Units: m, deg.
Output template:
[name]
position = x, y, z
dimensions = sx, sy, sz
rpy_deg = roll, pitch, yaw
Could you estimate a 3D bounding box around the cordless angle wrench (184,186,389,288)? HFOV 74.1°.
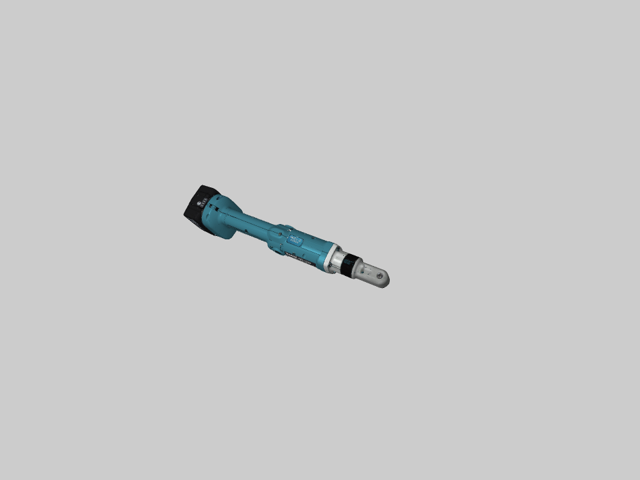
[cordless angle wrench]
position = -0.068, 0.001, 0.794
dimensions = 0.423, 0.074, 0.098
rpy_deg = 21, -16, 24
